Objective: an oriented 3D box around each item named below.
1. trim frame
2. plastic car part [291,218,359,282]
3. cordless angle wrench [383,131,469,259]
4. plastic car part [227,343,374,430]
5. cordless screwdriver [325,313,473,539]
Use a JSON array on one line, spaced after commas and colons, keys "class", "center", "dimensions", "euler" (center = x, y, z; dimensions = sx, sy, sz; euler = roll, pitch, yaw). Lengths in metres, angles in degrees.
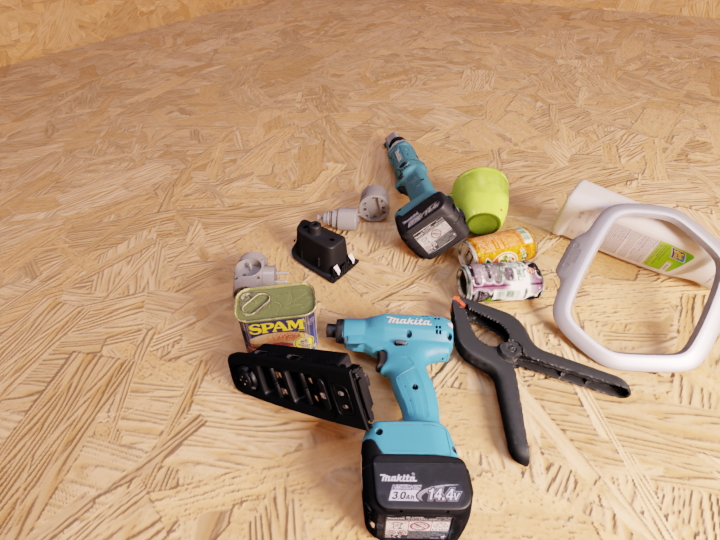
[{"class": "trim frame", "center": [0.362, 0.016, 0.551], "dimensions": [0.192, 0.026, 0.248], "euler": [27, 76, 25]}, {"class": "plastic car part", "center": [-0.067, -0.044, 0.682], "dimensions": [0.122, 0.069, 0.065], "euler": [30, 49, 28]}, {"class": "cordless angle wrench", "center": [0.096, -0.184, 0.818], "dimensions": [0.099, 0.071, 0.437], "euler": [-36, 32, 20]}, {"class": "plastic car part", "center": [-0.070, 0.112, 0.466], "dimensions": [0.212, 0.064, 0.066], "euler": [-4, 27, 35]}, {"class": "cordless screwdriver", "center": [0.030, 0.144, 0.465], "dimensions": [0.161, 0.072, 0.254], "euler": [1, 38, 5]}]
